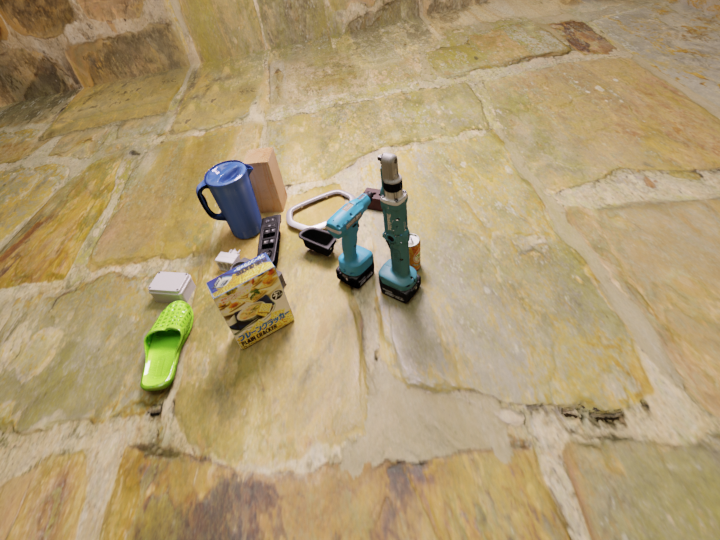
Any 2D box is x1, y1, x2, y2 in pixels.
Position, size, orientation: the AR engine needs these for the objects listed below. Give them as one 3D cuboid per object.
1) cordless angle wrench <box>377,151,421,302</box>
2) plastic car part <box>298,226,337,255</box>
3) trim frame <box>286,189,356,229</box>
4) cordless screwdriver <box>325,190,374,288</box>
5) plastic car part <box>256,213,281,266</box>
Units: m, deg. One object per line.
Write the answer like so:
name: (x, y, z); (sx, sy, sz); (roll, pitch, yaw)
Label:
cordless angle wrench: (0.083, -0.090, 0.986); (0.103, 0.405, 0.074); (24, 54, 29)
plastic car part: (-0.124, -0.081, 1.265); (0.122, 0.068, 0.065); (19, 53, 28)
trim frame: (-0.130, -0.202, 1.413); (0.245, 0.026, 0.194); (-27, 47, -12)
cordless screwdriver: (-0.009, -0.080, 1.117); (0.078, 0.238, 0.157); (26, 56, 30)
plastic car part: (-0.279, -0.083, 1.308); (0.067, 0.064, 0.209); (-7, 46, 5)
